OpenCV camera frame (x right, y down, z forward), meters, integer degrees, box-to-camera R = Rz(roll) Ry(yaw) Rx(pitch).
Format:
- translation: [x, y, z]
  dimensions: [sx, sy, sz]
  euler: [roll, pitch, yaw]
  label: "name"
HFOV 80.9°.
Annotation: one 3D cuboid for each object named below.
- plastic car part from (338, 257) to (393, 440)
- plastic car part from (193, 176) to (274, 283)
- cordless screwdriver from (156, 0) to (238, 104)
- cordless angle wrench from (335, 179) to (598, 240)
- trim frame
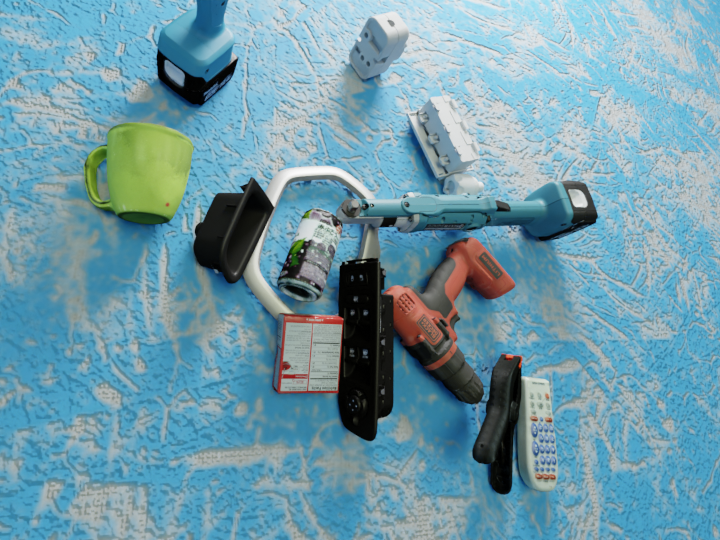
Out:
- translation: [0.009, 0.091, 0.506]
  dimensions: [0.063, 0.069, 0.205]
  euler: [17, 72, -49]
  label: "plastic car part"
- translation: [-0.162, -0.049, 0.505]
  dimensions: [0.074, 0.063, 0.117]
  euler: [13, 67, 23]
  label: "plastic car part"
- translation: [-0.189, -0.297, 0.485]
  dimensions: [0.073, 0.252, 0.159]
  euler: [38, 56, -10]
  label: "cordless screwdriver"
- translation: [0.160, -0.087, 0.626]
  dimensions: [0.410, 0.099, 0.076]
  euler: [-4, 73, -22]
  label: "cordless angle wrench"
- translation: [-0.055, -0.036, 0.564]
  dimensions: [0.180, 0.028, 0.252]
  euler: [19, 62, -12]
  label: "trim frame"
